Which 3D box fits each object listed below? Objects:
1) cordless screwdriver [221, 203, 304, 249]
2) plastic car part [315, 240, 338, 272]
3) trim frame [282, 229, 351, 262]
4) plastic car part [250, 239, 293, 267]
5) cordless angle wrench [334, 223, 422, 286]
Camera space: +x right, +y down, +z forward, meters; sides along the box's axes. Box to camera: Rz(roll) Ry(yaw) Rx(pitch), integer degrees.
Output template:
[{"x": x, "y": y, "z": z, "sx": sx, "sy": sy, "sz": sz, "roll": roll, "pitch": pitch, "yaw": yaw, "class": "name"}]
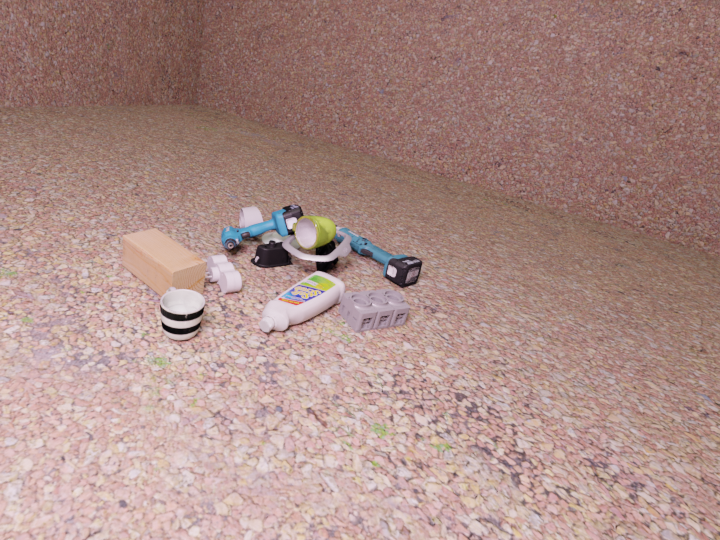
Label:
[{"x": -0.282, "y": -0.119, "z": 1.228, "sx": 0.246, "sy": 0.072, "sz": 0.165, "roll": -18, "pitch": 20, "yaw": -10, "class": "cordless screwdriver"}, {"x": -0.101, "y": -0.057, "z": 1.298, "sx": 0.065, "sy": 0.066, "sz": 0.211, "roll": 20, "pitch": 23, "yaw": -21, "class": "plastic car part"}, {"x": -0.120, "y": -0.079, "z": 1.230, "sx": 0.189, "sy": 0.027, "sz": 0.246, "roll": 12, "pitch": 25, "yaw": 13, "class": "trim frame"}, {"x": -0.251, "y": -0.052, "z": 1.210, "sx": 0.111, "sy": 0.070, "sz": 0.070, "roll": -7, "pitch": 32, "yaw": -42, "class": "plastic car part"}, {"x": 0.007, "y": -0.078, "z": 1.384, "sx": 0.094, "sy": 0.073, "sz": 0.448, "roll": -11, "pitch": 32, "yaw": -42, "class": "cordless angle wrench"}]
